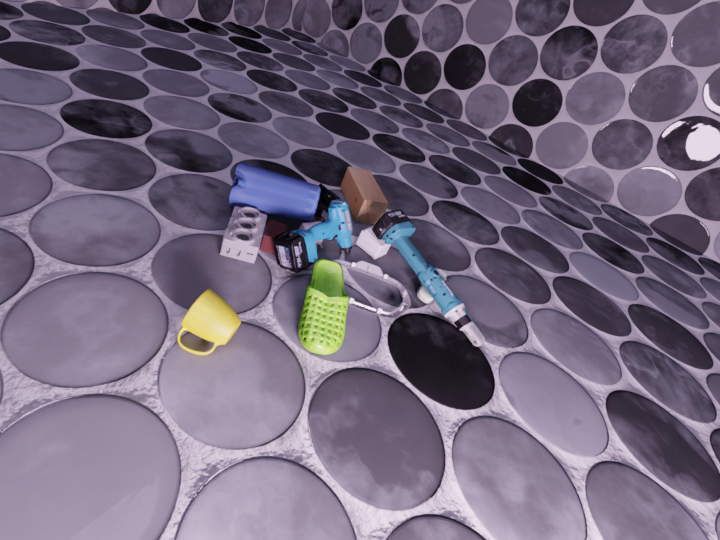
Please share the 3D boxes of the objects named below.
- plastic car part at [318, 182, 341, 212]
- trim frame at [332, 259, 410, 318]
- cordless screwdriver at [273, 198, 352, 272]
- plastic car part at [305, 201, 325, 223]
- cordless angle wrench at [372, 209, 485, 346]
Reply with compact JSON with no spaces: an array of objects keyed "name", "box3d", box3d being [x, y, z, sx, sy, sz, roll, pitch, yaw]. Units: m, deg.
[{"name":"plastic car part","box3d":[-0.091,-0.226,1.376,0.120,0.066,0.069,38,23,14]},{"name":"trim frame","box3d":[0.018,0.041,1.112,0.248,0.027,0.187,18,35,-2]},{"name":"cordless screwdriver","box3d":[-0.110,-0.072,1.121,0.078,0.154,0.244,14,38,39]},{"name":"plastic car part","box3d":[-0.162,-0.210,1.315,0.064,0.066,0.214,-7,42,-25]},{"name":"cordless angle wrench","box3d":[0.188,0.018,1.140,0.094,0.074,0.439,-14,61,-41]}]
